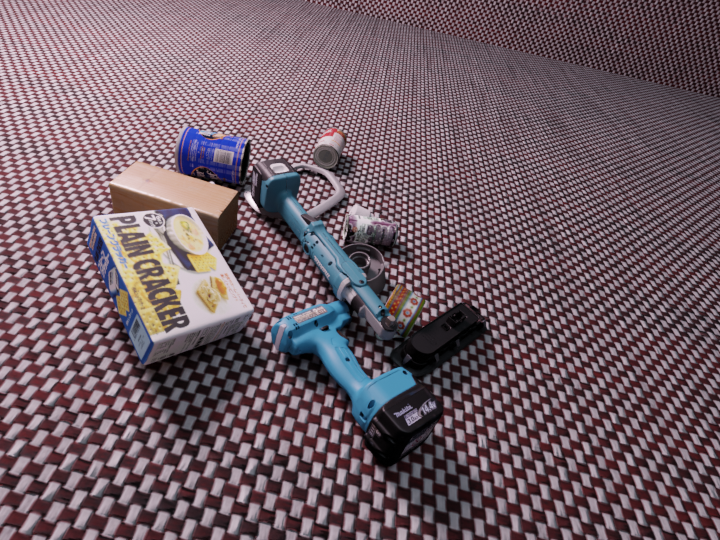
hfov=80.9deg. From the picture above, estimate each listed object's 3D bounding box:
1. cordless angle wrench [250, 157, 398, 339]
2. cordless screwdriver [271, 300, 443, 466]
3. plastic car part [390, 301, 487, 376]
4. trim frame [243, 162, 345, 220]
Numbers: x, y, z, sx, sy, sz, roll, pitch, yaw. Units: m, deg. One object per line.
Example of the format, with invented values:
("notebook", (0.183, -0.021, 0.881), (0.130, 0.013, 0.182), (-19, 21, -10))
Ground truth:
("cordless angle wrench", (-0.072, -0.047, 0.736), (0.072, 0.096, 0.445), (-16, 50, -31))
("cordless screwdriver", (0.003, 0.135, 0.608), (0.153, 0.073, 0.262), (-18, 46, -43))
("plastic car part", (0.136, 0.103, 0.685), (0.197, 0.066, 0.069), (-27, 63, -33))
("trim frame", (-0.144, -0.179, 0.948), (0.191, 0.027, 0.244), (32, 47, 19))
